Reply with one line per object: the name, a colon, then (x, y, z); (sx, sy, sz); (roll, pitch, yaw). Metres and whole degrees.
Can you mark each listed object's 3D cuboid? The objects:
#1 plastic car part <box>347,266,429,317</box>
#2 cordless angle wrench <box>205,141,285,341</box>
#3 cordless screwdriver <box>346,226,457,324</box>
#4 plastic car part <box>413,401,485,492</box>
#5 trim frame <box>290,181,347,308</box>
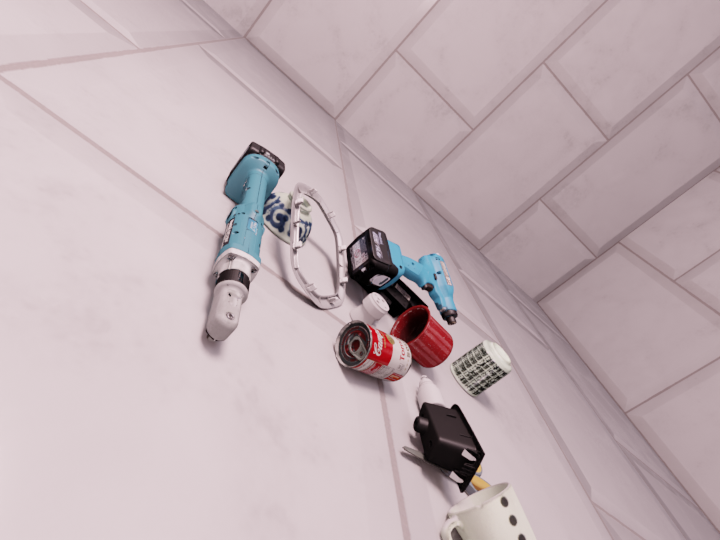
plastic car part: (0.043, 0.036, 0.884); (0.204, 0.067, 0.066); (47, 45, 2)
cordless angle wrench: (-0.167, -0.065, 0.611); (0.071, 0.099, 0.438); (32, 26, -27)
cordless screwdriver: (0.093, 0.017, 0.832); (0.236, 0.075, 0.165); (17, 46, -34)
plastic car part: (0.110, 0.227, 0.583); (0.070, 0.065, 0.119); (20, 15, -11)
trim frame: (-0.073, -0.048, 0.745); (0.174, 0.028, 0.256); (42, 35, -43)
